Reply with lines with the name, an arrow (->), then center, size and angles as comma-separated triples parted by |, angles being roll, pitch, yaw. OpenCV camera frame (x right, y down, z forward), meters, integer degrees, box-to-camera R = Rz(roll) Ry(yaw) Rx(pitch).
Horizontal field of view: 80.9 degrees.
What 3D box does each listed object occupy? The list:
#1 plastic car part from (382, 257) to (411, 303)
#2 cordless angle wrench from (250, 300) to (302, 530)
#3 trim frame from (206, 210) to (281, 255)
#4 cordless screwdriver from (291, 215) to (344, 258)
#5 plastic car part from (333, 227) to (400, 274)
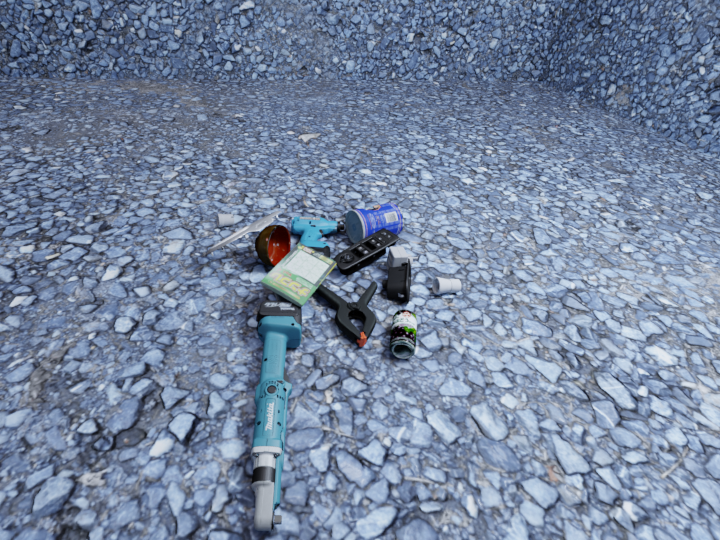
plastic car part -> 0.092, 0.030, 1.070 | 0.073, 0.063, 0.118 | -1, 38, 16
cordless angle wrench -> -0.159, 0.231, 0.769 | 0.097, 0.072, 0.438 | 1, 40, -6
trim frame -> -0.313, -0.101, 1.142 | 0.191, 0.027, 0.244 | -17, 17, 42
cordless screwdriver -> -0.114, -0.075, 1.171 | 0.158, 0.072, 0.257 | 0, 34, -7
plastic car part -> 0.011, -0.046, 1.145 | 0.198, 0.065, 0.070 | -28, 55, -30
